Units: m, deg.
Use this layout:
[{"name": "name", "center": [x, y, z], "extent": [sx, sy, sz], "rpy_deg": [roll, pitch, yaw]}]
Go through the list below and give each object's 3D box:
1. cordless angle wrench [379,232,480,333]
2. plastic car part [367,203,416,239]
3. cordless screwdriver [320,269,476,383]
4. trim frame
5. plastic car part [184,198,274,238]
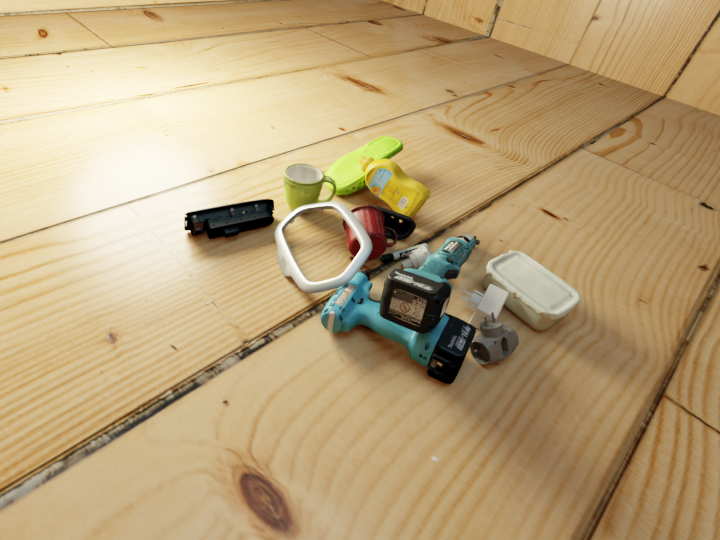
[{"name": "cordless angle wrench", "center": [0.160, -0.011, 0.814], "extent": [0.102, 0.073, 0.413], "rpy_deg": [19, 26, 21]}, {"name": "plastic car part", "center": [0.066, -0.117, 0.980], "extent": [0.117, 0.065, 0.072], "rpy_deg": [16, 28, 1]}, {"name": "cordless screwdriver", "center": [0.070, 0.083, 0.748], "extent": [0.257, 0.072, 0.158], "rpy_deg": [20, 40, 17]}, {"name": "trim frame", "center": [-0.083, -0.054, 0.851], "extent": [0.183, 0.026, 0.262], "rpy_deg": [-29, 50, -4]}, {"name": "plastic car part", "center": [-0.269, -0.109, 0.907], "extent": [0.197, 0.065, 0.070], "rpy_deg": [-20, 60, -29]}]
